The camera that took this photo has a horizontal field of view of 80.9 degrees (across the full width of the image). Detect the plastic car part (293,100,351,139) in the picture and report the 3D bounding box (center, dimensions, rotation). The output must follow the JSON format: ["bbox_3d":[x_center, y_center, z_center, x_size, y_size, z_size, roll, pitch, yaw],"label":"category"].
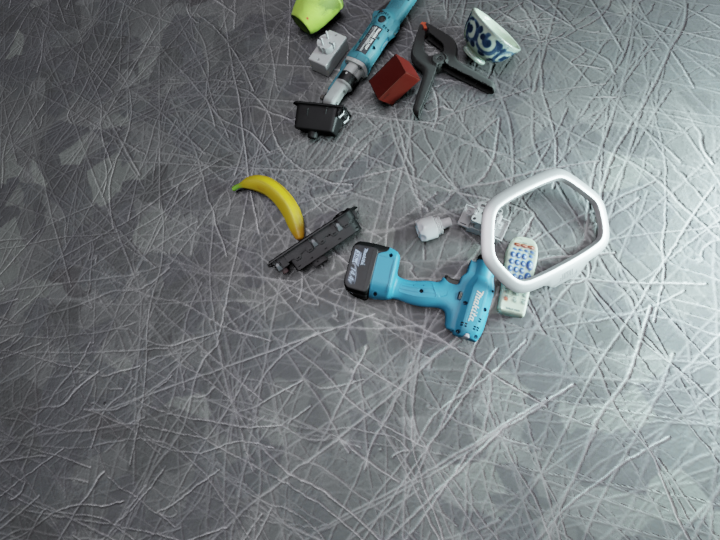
[{"bbox_3d":[-0.087,-0.309,0.880,0.120,0.064,0.071,10,92,17],"label":"plastic car part"}]

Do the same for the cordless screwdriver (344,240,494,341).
[{"bbox_3d":[0.104,0.008,0.740,0.255,0.072,0.160,18,79,12],"label":"cordless screwdriver"}]

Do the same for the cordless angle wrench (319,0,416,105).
[{"bbox_3d":[0.047,-0.519,0.903,0.101,0.072,0.423,32,86,17],"label":"cordless angle wrench"}]

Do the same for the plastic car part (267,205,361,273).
[{"bbox_3d":[-0.078,-0.051,0.801,0.203,0.065,0.068,-38,83,0],"label":"plastic car part"}]

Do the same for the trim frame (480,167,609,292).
[{"bbox_3d":[0.306,-0.065,0.704,0.245,0.028,0.185,-27,87,-13],"label":"trim frame"}]
